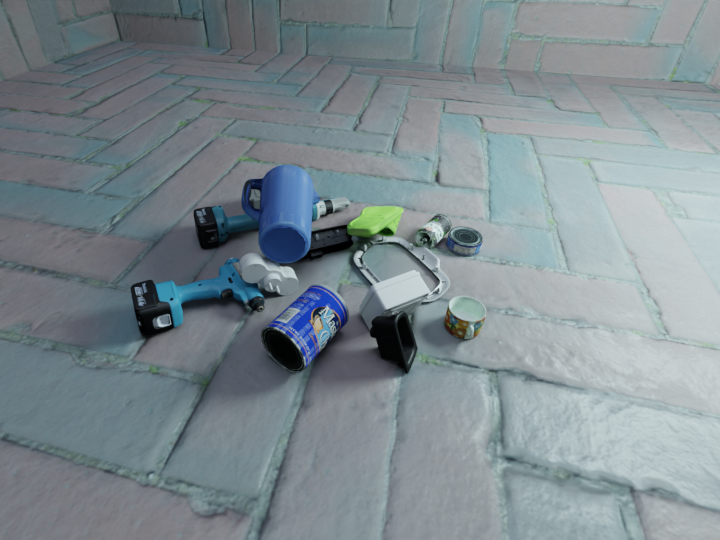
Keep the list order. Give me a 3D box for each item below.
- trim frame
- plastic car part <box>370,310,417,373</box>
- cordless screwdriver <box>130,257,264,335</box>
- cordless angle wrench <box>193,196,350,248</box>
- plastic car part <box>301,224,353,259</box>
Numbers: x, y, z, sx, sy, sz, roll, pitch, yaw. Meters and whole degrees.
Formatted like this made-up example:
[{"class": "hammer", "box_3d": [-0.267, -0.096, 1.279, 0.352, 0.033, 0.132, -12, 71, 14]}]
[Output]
[{"class": "trim frame", "box_3d": [0.094, -0.011, 0.994, 0.179, 0.027, 0.263, -18, 41, -23]}, {"class": "plastic car part", "box_3d": [0.055, 0.122, 0.777, 0.074, 0.112, 0.066, -4, 31, 31]}, {"class": "cordless screwdriver", "box_3d": [-0.329, 0.061, 0.867, 0.241, 0.072, 0.168, -19, 43, -28]}, {"class": "cordless angle wrench", "box_3d": [-0.221, -0.147, 1.126, 0.412, 0.072, 0.103, -13, 42, -20]}, {"class": "plastic car part", "box_3d": [-0.101, -0.066, 1.032, 0.198, 0.065, 0.070, -18, 57, -20]}]
